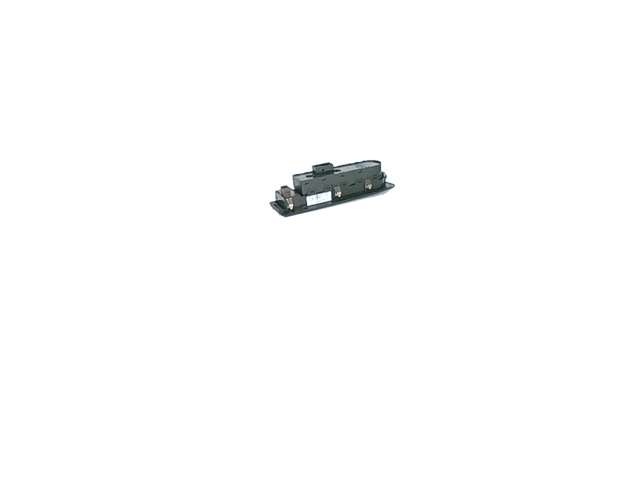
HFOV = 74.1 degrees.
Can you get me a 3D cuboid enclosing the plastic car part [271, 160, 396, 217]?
[{"bbox_3d":[0.023,-0.090,0.675,0.202,0.067,0.066,-11,17,-19],"label":"plastic car part"}]
